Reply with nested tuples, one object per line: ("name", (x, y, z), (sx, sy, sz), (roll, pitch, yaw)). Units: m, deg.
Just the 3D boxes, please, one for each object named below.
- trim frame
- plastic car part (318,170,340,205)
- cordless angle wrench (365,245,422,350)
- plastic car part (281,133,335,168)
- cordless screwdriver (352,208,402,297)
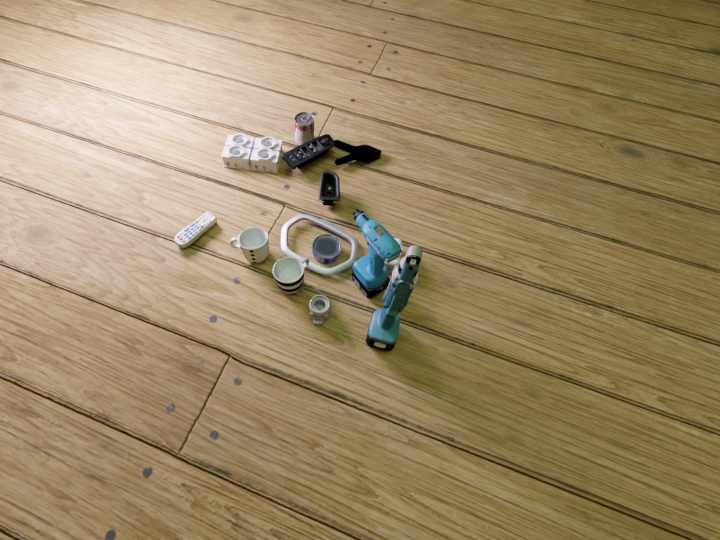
("trim frame", (-0.123, -0.081, 1.260), (0.255, 0.027, 0.184), (24, 60, 13))
("plastic car part", (-0.099, -0.252, 1.343), (0.066, 0.069, 0.120), (2, 58, -3))
("cordless angle wrench", (0.079, 0.065, 0.949), (0.075, 0.413, 0.099), (15, 59, 2))
("plastic car part", (-0.170, -0.396, 1.433), (0.200, 0.065, 0.069), (-37, 68, -22))
("cordless screwdriver", (0.023, -0.042, 1.114), (0.073, 0.243, 0.166), (-29, 66, -21))
